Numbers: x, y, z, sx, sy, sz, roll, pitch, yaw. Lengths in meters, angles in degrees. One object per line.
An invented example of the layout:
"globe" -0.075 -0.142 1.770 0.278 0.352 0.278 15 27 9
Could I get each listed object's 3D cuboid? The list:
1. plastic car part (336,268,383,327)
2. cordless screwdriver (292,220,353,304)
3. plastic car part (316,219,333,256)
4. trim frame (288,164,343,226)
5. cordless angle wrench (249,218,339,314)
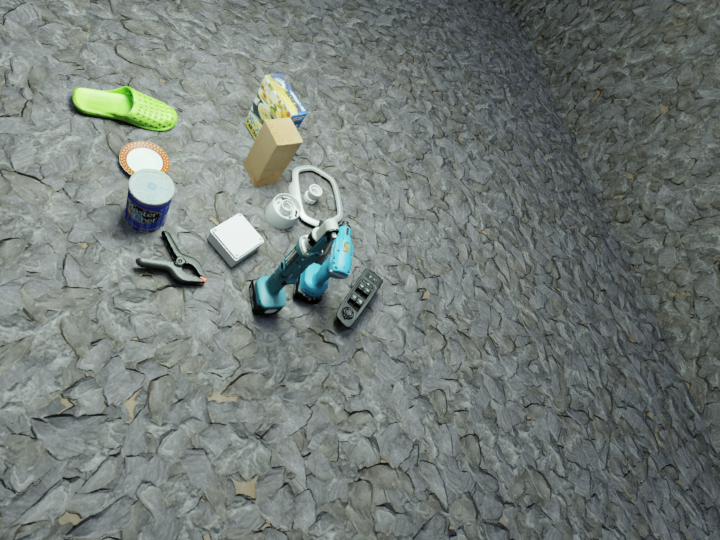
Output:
"plastic car part" -0.014 0.085 1.233 0.066 0.068 0.202 40 51 -6
"cordless screwdriver" -0.095 -0.017 1.130 0.072 0.252 0.163 21 56 -22
"plastic car part" -0.124 -0.081 1.267 0.064 0.072 0.118 31 52 -13
"trim frame" -0.145 -0.244 1.380 0.177 0.028 0.256 3 62 -28
"cordless angle wrench" -0.157 -0.007 0.977 0.071 0.429 0.101 1 66 -32
